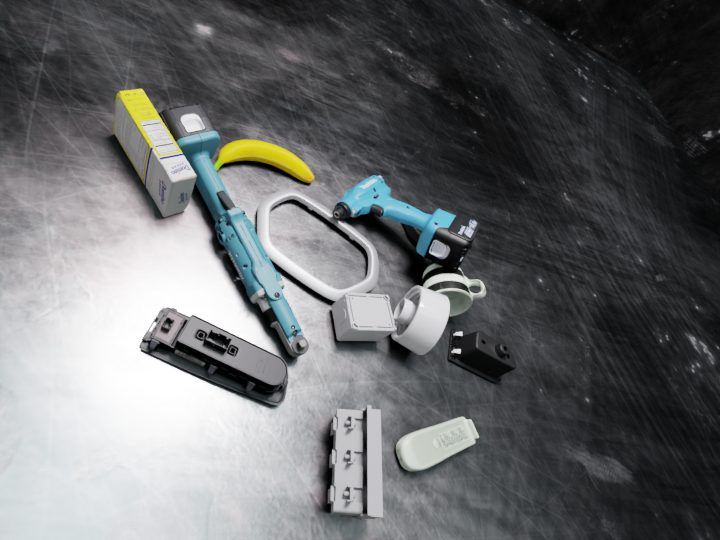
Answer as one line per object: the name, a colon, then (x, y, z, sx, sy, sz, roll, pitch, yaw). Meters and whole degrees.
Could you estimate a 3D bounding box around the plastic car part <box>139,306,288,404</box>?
plastic car part: (-0.177, 0.107, 0.555, 0.198, 0.067, 0.067, 31, 42, -12)

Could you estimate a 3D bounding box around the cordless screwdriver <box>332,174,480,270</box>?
cordless screwdriver: (0.079, -0.088, 0.779, 0.258, 0.073, 0.156, 30, 41, 19)

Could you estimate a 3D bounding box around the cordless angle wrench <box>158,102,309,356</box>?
cordless angle wrench: (-0.191, -0.061, 0.648, 0.072, 0.099, 0.431, -23, 77, -32)

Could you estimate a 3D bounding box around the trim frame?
trim frame: (-0.073, -0.047, 0.742, 0.247, 0.028, 0.185, 33, 50, -4)

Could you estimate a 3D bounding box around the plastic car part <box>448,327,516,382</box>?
plastic car part: (0.224, 0.146, 0.750, 0.115, 0.071, 0.067, 28, 51, -8)
